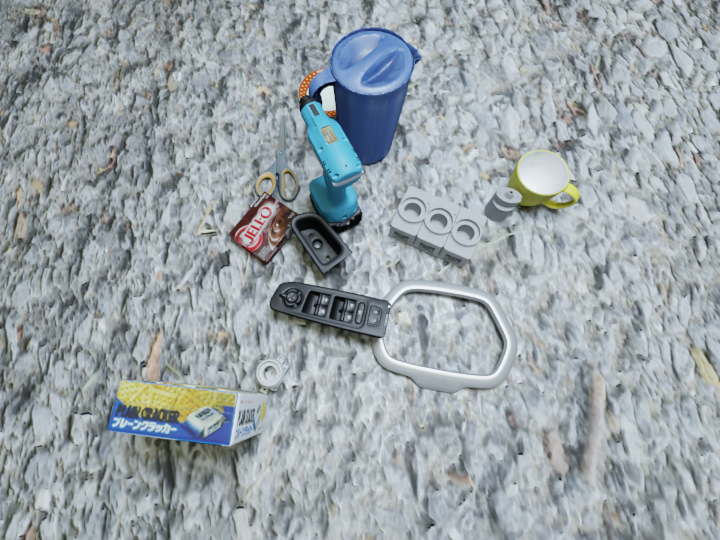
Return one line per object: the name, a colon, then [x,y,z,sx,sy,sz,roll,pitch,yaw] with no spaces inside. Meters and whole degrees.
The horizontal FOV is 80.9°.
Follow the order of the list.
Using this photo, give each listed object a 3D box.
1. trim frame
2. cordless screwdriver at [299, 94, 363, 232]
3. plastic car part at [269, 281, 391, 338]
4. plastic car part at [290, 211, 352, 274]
trim frame: [0.139,0.110,0.725,0.251,0.027,0.187,8,71,6]
cordless screwdriver: [-0.055,-0.169,0.721,0.074,0.244,0.164,-24,74,-9]
plastic car part: [-0.054,0.066,0.731,0.206,0.065,0.067,13,72,7]
plastic car part: [-0.075,-0.049,0.771,0.065,0.069,0.120,-35,74,-10]
